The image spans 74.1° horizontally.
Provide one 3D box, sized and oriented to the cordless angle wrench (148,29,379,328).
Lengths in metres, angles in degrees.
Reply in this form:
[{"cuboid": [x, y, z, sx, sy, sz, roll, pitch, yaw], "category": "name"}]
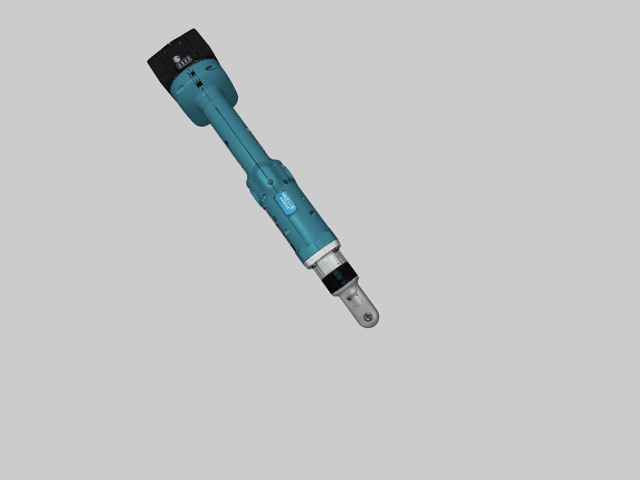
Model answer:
[{"cuboid": [-0.060, -0.068, 0.528, 0.074, 0.422, 0.098, -36, -7, -2], "category": "cordless angle wrench"}]
